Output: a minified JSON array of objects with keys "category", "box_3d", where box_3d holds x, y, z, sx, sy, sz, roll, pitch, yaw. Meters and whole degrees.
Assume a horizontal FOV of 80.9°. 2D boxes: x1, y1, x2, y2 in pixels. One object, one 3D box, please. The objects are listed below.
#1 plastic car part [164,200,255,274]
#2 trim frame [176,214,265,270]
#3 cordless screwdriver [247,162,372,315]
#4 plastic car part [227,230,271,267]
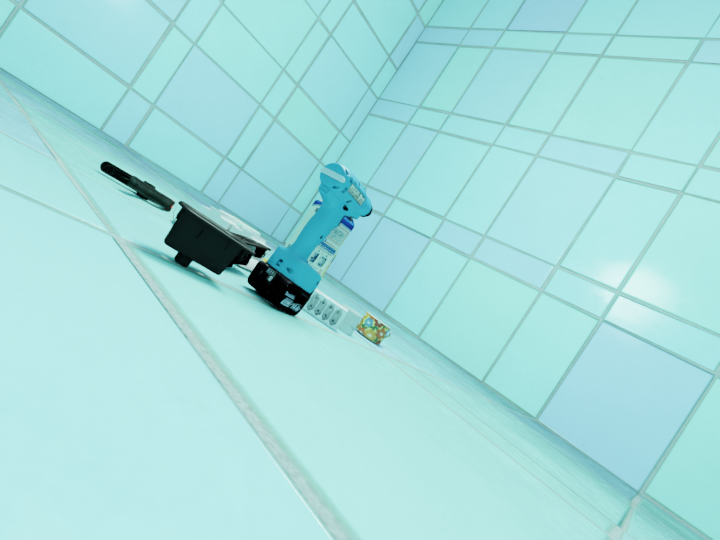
[{"category":"plastic car part","box_3d":[-0.209,-0.035,0.553,0.110,0.071,0.070,34,-2,-43]},{"category":"trim frame","box_3d":[-0.291,-0.055,0.903,0.194,0.027,0.236,33,-1,31]},{"category":"cordless screwdriver","box_3d":[-0.070,-0.046,0.716,0.078,0.249,0.151,33,-1,29]},{"category":"plastic car part","box_3d":[-0.228,-0.041,0.719,0.068,0.067,0.197,33,-1,13]}]
